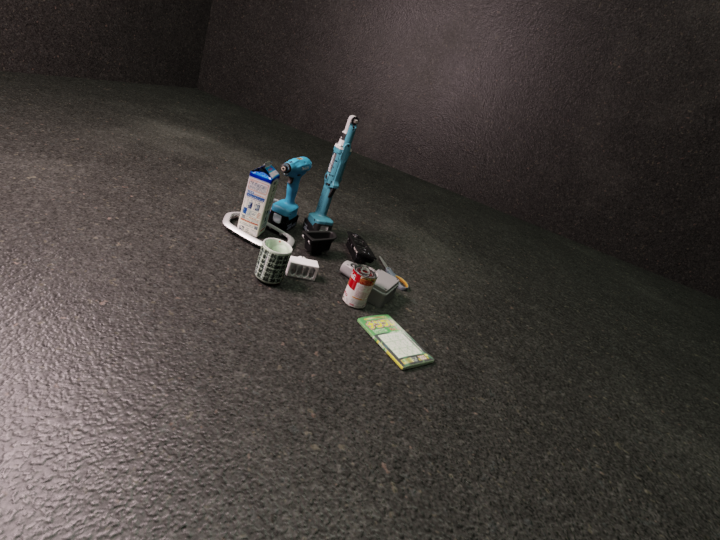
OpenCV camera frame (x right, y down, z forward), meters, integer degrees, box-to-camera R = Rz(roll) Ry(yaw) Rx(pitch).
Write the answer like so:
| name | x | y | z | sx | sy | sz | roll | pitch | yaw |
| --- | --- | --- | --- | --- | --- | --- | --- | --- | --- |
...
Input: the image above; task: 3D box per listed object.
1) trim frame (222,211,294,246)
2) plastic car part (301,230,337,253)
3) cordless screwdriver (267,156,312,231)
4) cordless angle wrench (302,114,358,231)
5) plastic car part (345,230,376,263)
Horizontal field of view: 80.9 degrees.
| name | x | y | z | sx | sy | sz | roll | pitch | yaw |
| --- | --- | --- | --- | --- | --- | --- | --- | --- | --- |
| trim frame | -0.324 | -0.127 | 1.342 | 0.257 | 0.027 | 0.180 | 26 | 26 | 16 |
| plastic car part | -0.131 | -0.086 | 1.338 | 0.111 | 0.070 | 0.070 | -2 | 32 | -39 |
| cordless screwdriver | -0.241 | -0.250 | 1.390 | 0.076 | 0.246 | 0.157 | 26 | 25 | 11 |
| cordless angle wrench | -0.090 | -0.305 | 1.402 | 0.071 | 0.419 | 0.103 | 6 | 28 | -31 |
| plastic car part | -0.007 | -0.070 | 1.397 | 0.064 | 0.066 | 0.211 | 12 | 26 | -18 |
